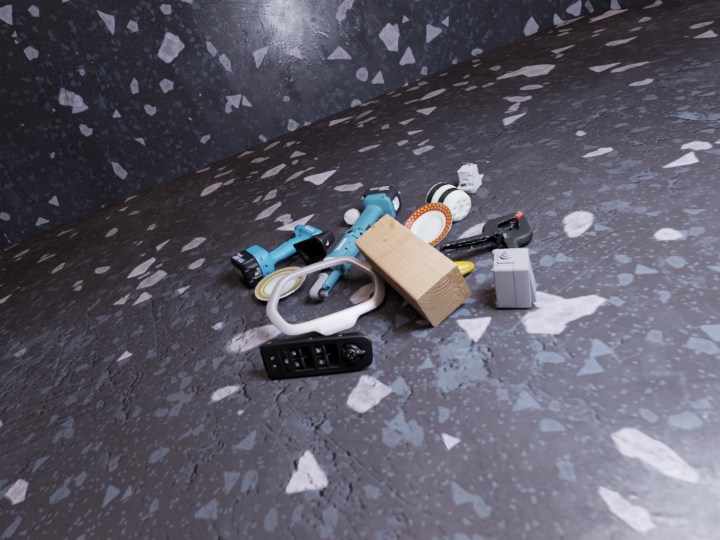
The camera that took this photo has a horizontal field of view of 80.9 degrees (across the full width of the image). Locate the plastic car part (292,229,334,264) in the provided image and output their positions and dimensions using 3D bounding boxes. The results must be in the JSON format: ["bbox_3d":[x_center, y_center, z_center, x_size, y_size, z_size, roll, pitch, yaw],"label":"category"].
[{"bbox_3d":[-0.102,-0.067,1.042,0.120,0.064,0.070,-18,22,51],"label":"plastic car part"}]

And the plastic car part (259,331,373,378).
[{"bbox_3d":[-0.070,0.143,0.732,0.209,0.066,0.065,-10,4,23],"label":"plastic car part"}]

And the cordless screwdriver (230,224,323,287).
[{"bbox_3d":[-0.226,-0.056,1.144,0.244,0.072,0.168,-28,29,-19],"label":"cordless screwdriver"}]

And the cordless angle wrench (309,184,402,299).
[{"bbox_3d":[-0.015,-0.074,1.038,0.102,0.071,0.421,-1,38,32],"label":"cordless angle wrench"}]

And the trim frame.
[{"bbox_3d":[-0.072,0.049,0.861,0.246,0.026,0.193,-18,44,-8],"label":"trim frame"}]
